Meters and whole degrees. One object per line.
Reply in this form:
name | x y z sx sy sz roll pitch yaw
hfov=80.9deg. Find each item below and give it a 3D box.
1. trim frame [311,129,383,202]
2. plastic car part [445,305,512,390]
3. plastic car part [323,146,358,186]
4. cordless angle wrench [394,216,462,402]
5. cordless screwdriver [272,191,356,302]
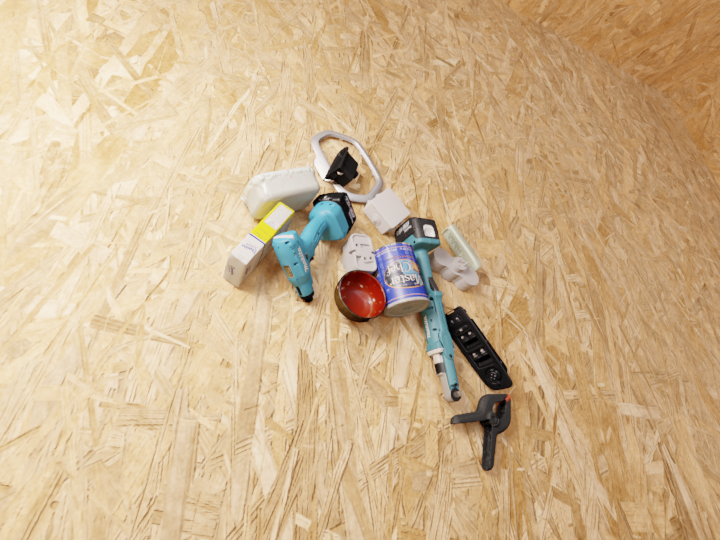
trim frame | -0.038 -0.284 1.141 0.178 0.028 0.255 -17 70 -35
plastic car part | 0.272 0.179 0.978 0.064 0.067 0.209 0 55 -58
plastic car part | -0.037 -0.260 1.081 0.068 0.068 0.117 42 45 -20
cordless angle wrench | 0.164 0.080 0.972 0.071 0.099 0.435 5 62 -27
cordless screwdriver | -0.090 -0.059 0.922 0.247 0.077 0.153 -55 134 -46
